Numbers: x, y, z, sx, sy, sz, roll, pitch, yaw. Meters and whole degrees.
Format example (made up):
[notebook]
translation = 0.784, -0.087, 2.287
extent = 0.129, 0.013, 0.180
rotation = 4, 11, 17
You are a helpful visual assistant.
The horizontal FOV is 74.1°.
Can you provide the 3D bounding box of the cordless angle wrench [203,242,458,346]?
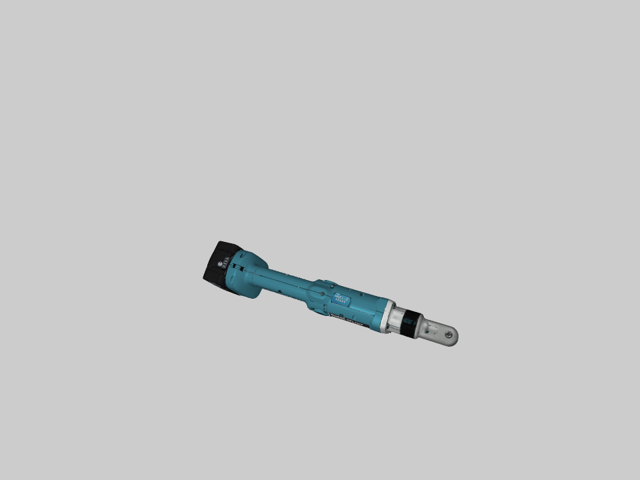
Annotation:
[cordless angle wrench]
translation = 0.008, 0.094, 0.689
extent = 0.423, 0.074, 0.098
rotation = 14, -16, 22
